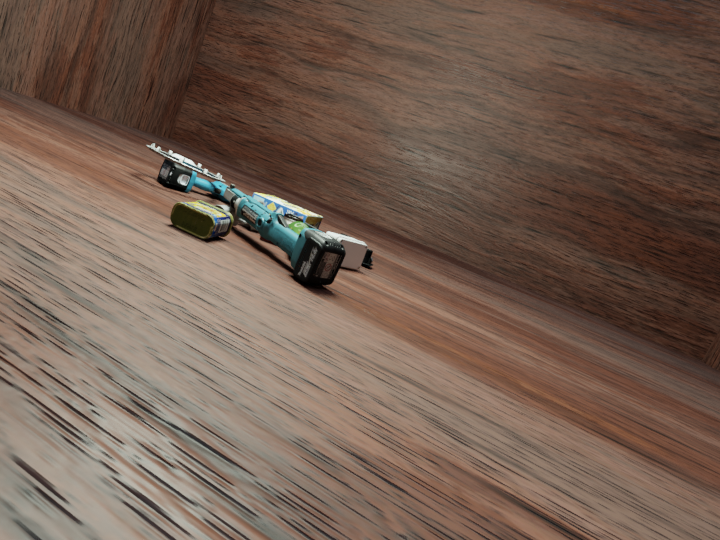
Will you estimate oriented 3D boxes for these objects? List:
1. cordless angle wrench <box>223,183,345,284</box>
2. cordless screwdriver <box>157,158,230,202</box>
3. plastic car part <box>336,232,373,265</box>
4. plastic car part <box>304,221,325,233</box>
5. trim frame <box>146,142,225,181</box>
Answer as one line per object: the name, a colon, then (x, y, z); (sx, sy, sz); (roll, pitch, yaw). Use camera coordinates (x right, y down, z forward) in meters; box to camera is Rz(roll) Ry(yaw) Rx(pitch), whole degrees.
cordless angle wrench: (-0.204, -0.104, 0.946); (0.070, 0.097, 0.448); (12, 17, -48)
cordless screwdriver: (-0.500, -0.269, 1.338); (0.168, 0.074, 0.235); (30, 9, 36)
plastic car part: (-0.040, -0.070, 1.287); (0.213, 0.067, 0.063); (30, 5, 28)
plastic car part: (-0.115, -0.075, 1.178); (0.120, 0.066, 0.069); (28, -3, 15)
trim frame: (-0.519, -0.323, 1.272); (0.236, 0.027, 0.194); (20, 8, -33)
